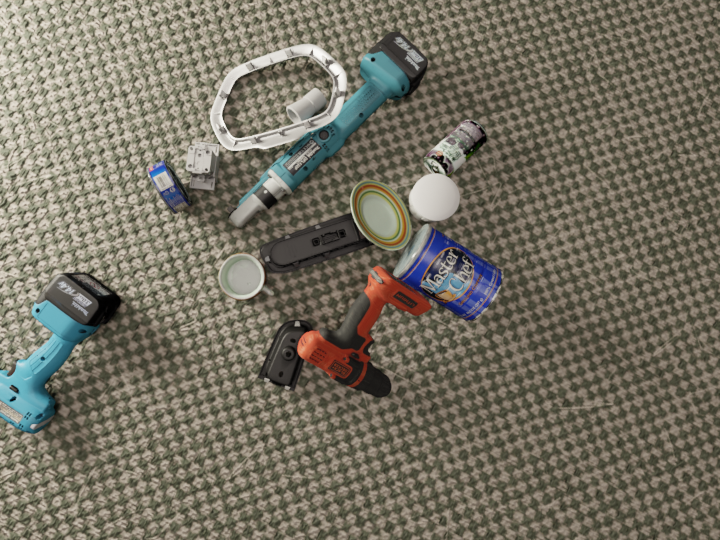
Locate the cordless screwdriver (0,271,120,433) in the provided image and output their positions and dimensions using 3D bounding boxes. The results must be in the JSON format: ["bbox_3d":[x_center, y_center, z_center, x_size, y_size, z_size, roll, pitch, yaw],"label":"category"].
[{"bbox_3d":[-0.513,0.113,0.672,0.159,0.074,0.249,32,88,0],"label":"cordless screwdriver"}]

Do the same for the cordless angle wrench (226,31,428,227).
[{"bbox_3d":[-0.064,-0.226,0.725,0.098,0.074,0.422,45,87,0],"label":"cordless angle wrench"}]

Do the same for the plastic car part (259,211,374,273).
[{"bbox_3d":[-0.070,-0.045,0.711,0.203,0.067,0.066,-18,95,-2],"label":"plastic car part"}]

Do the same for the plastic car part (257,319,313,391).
[{"bbox_3d":[-0.118,0.137,0.684,0.066,0.071,0.116,21,87,-4],"label":"plastic car part"}]

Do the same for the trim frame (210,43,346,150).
[{"bbox_3d":[-0.144,-0.292,0.716,0.253,0.026,0.187,-11,76,11],"label":"trim frame"}]
